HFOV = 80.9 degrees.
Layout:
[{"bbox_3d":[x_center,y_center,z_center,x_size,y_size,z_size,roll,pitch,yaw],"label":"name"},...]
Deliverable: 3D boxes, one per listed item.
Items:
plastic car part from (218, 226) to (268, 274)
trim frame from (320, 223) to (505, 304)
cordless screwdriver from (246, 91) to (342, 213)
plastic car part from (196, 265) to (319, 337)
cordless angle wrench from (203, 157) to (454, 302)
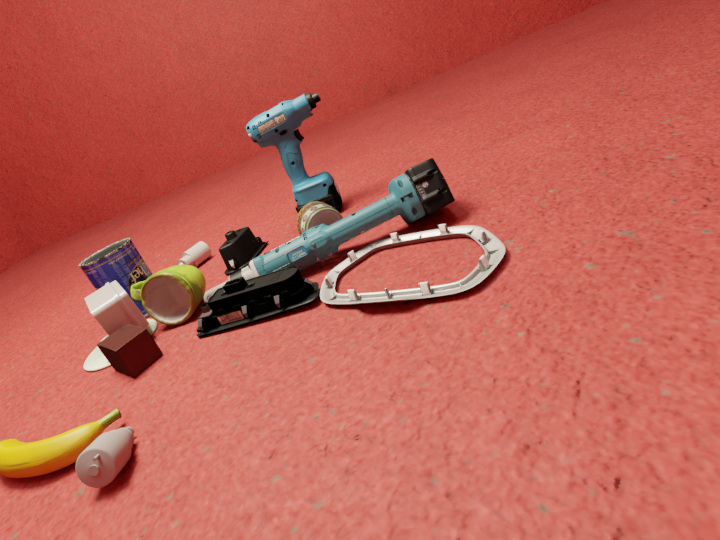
[{"bbox_3d":[-0.247,-0.050,0.858,0.068,0.069,0.117,-17,22,21],"label":"plastic car part"},{"bbox_3d":[0.057,-0.009,0.551,0.259,0.026,0.183,-6,32,32],"label":"trim frame"},{"bbox_3d":[-0.109,-0.230,0.876,0.161,0.241,0.076,-25,20,12],"label":"cordless screwdriver"},{"bbox_3d":[-0.155,0.038,0.617,0.208,0.065,0.066,-13,18,19],"label":"plastic car part"},{"bbox_3d":[-0.066,-0.043,0.673,0.426,0.074,0.097,-26,1,7],"label":"cordless angle wrench"}]
